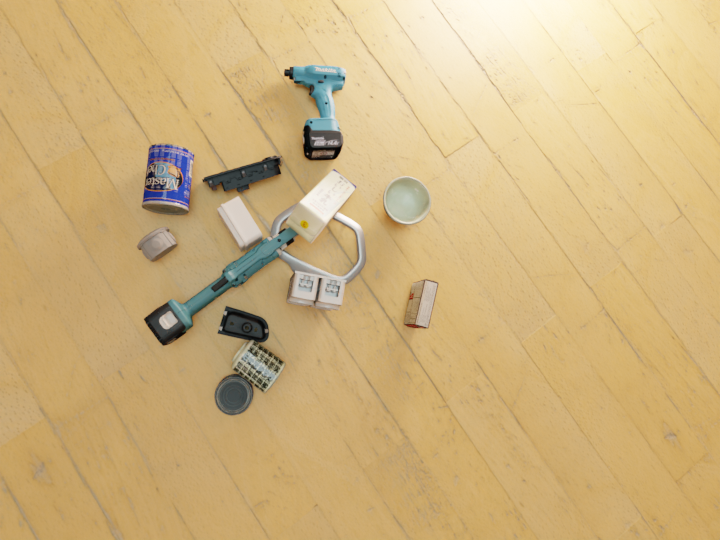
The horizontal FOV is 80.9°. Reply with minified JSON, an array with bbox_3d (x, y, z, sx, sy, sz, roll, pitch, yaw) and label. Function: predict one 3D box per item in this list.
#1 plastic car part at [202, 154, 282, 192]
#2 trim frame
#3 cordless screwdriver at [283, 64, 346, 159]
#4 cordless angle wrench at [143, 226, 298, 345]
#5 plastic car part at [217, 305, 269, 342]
[{"bbox_3d":[-0.277,-0.231,1.025,0.201,0.068,0.066,-24,97,-11],"label":"plastic car part"},{"bbox_3d":[-0.101,-0.066,1.037,0.246,0.028,0.185,25,77,-4],"label":"trim frame"},{"bbox_3d":[-0.118,-0.408,1.070,0.157,0.074,0.252,2,77,-8],"label":"cordless screwdriver"},{"bbox_3d":[-0.283,0.007,0.963,0.420,0.098,0.074,-38,91,-12],"label":"cordless angle wrench"},{"bbox_3d":[-0.264,0.127,0.961,0.116,0.071,0.066,15,81,-3],"label":"plastic car part"}]
